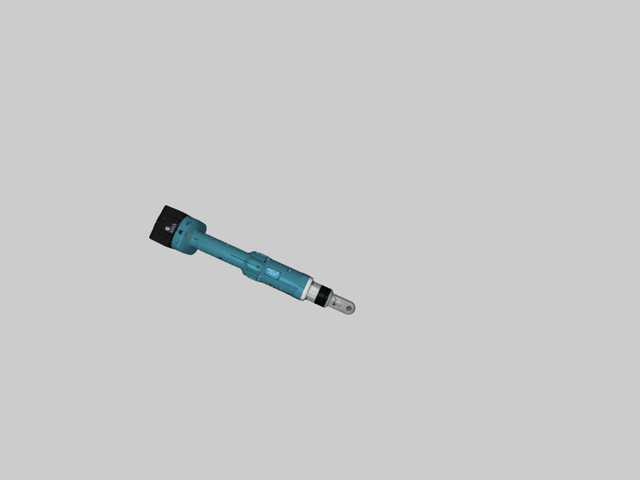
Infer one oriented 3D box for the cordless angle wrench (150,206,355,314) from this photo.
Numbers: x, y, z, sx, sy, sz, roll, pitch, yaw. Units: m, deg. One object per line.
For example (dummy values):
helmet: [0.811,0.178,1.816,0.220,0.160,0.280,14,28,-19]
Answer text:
cordless angle wrench: [-0.125,0.053,0.847,0.423,0.074,0.098,24,-6,2]
